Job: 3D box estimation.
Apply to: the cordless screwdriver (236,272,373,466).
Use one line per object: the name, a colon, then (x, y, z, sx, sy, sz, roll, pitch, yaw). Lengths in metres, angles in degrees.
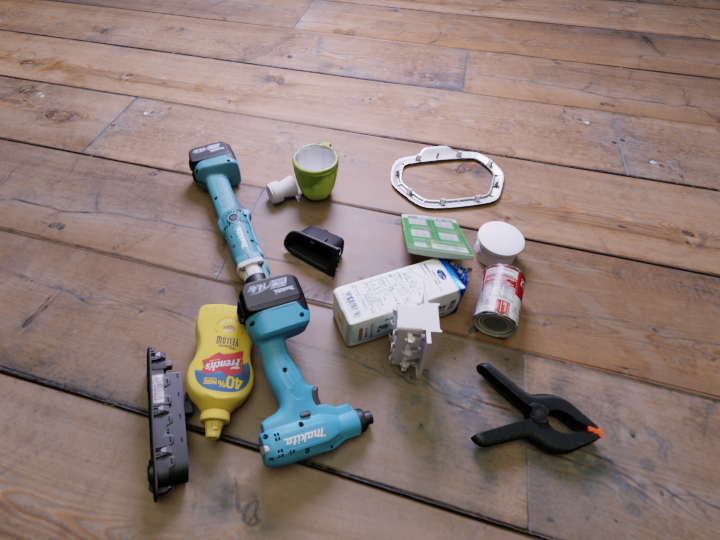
cordless screwdriver: (-0.086, 0.130, 0.610, 0.155, 0.074, 0.256, -10, 67, -21)

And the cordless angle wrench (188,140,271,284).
cordless angle wrench: (-0.237, -0.086, 0.808, 0.096, 0.072, 0.443, -20, 56, -15)

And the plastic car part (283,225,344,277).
plastic car part: (-0.077, -0.050, 0.788, 0.122, 0.064, 0.069, 28, 41, 23)

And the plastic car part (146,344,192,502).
plastic car part: (-0.269, 0.209, 0.587, 0.064, 0.066, 0.212, 7, 45, -30)

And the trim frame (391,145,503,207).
trim frame: (0.190, -0.207, 0.922, 0.247, 0.026, 0.191, -7, 51, -3)
